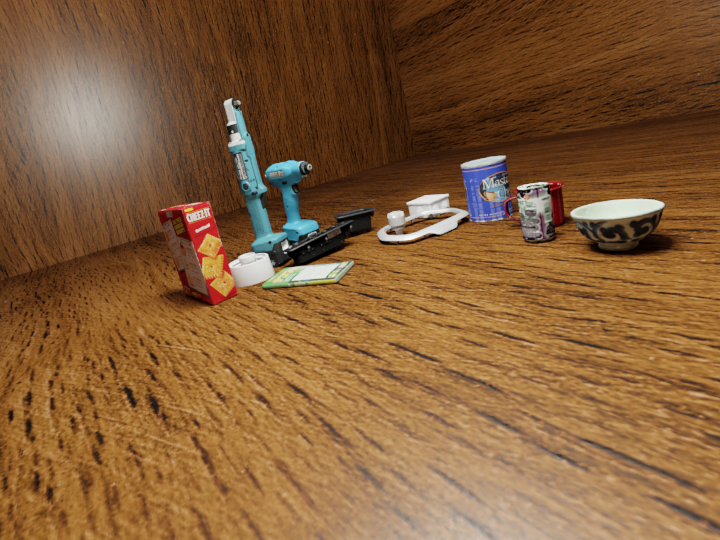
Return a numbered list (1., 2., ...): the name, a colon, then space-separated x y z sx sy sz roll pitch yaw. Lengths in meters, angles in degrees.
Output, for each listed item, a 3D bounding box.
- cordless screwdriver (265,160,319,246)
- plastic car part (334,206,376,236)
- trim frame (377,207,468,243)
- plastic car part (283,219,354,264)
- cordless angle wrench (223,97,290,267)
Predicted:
1. cordless screwdriver: -0.159 -0.162 1.100 0.167 0.244 0.072 2 20 46
2. plastic car part: -0.017 -0.134 1.196 0.114 0.069 0.068 -18 16 -16
3. trim frame: 0.156 -0.116 1.076 0.242 0.027 0.193 -23 19 -27
4. plastic car part: -0.104 -0.068 1.065 0.197 0.066 0.070 -24 19 -31
5. cordless angle wrench: -0.273 -0.214 1.064 0.101 0.415 0.073 -7 14 25
